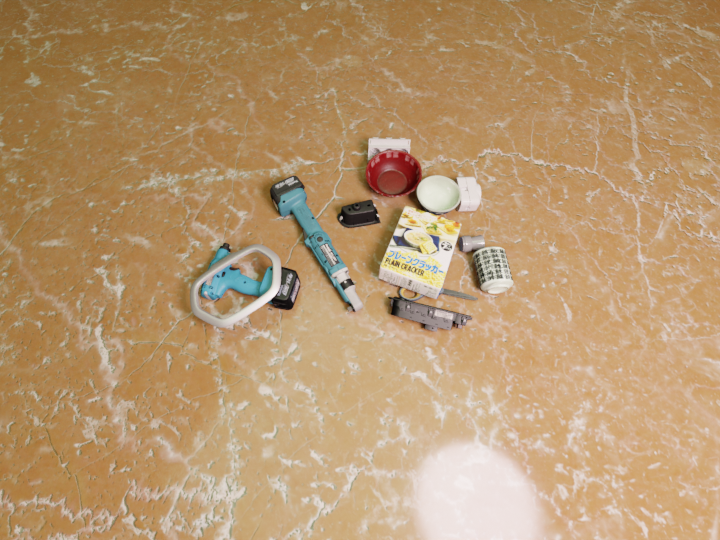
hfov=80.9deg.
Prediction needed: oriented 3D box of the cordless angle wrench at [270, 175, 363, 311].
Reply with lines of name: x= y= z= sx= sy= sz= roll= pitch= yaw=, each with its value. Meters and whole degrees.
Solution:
cordless angle wrench: x=-0.112 y=-0.073 z=1.142 sx=0.097 sy=0.072 sz=0.439 roll=-28 pitch=67 yaw=-12

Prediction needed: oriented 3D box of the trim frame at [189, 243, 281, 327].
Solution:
trim frame: x=-0.308 y=0.033 z=1.049 sx=0.247 sy=0.026 sz=0.192 roll=-35 pitch=63 yaw=-6

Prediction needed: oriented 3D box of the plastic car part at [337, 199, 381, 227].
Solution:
plastic car part: x=-0.004 y=-0.164 z=1.181 sx=0.115 sy=0.069 sz=0.068 roll=-11 pitch=63 yaw=-7

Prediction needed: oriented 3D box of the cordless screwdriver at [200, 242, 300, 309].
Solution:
cordless screwdriver: x=-0.281 y=0.012 z=1.104 sx=0.254 sy=0.072 sz=0.162 roll=7 pitch=64 yaw=10

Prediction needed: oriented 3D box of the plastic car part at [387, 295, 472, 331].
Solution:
plastic car part: x=0.162 y=0.110 z=1.042 sx=0.207 sy=0.065 sz=0.067 roll=18 pitch=91 yaw=10
